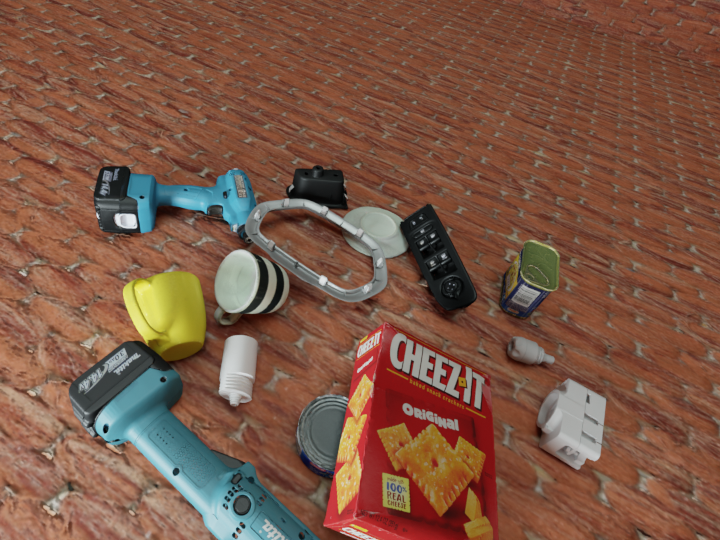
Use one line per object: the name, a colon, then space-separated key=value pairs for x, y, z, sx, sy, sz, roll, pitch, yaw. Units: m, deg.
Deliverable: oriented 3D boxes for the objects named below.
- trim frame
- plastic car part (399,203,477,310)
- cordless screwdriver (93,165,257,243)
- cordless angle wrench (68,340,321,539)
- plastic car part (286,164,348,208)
trim frame: x=-0.066 y=-0.043 z=0.675 sx=0.254 sy=0.027 sz=0.182 roll=34 pitch=44 yaw=11
plastic car part: x=0.132 y=-0.014 z=0.700 sx=0.067 sy=0.063 sz=0.212 roll=-30 pitch=47 yaw=13
cordless screwdriver: x=-0.293 y=-0.101 z=0.691 sx=0.241 sy=0.073 sz=0.167 roll=-5 pitch=50 yaw=-21
cordless angle wrench: x=-0.119 y=0.236 z=0.421 sx=0.437 sy=0.073 sz=0.096 roll=34 pitch=50 yaw=16
plastic car part: x=-0.076 y=-0.162 z=0.788 sx=0.114 sy=0.070 sz=0.068 roll=4 pitch=47 yaw=-13
